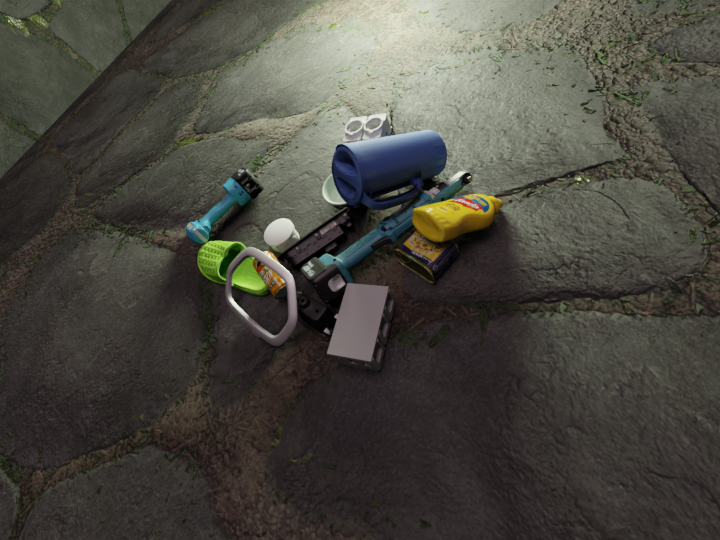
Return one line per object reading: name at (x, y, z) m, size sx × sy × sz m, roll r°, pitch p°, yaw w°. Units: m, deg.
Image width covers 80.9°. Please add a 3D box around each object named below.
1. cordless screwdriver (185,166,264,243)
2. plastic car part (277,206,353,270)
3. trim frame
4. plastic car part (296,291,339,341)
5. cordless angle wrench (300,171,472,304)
cordless screwdriver at (-0.397, -0.182, 1.197) m, size 0.248 × 0.071 × 0.167 m, roll -48°, pitch 31°, yaw -10°
plastic car part at (-0.097, -0.063, 0.991) m, size 0.203 × 0.064 × 0.069 m, roll -30°, pitch 76°, yaw 2°
trim frame at (-0.221, 0.055, 0.927) m, size 0.262 × 0.026 × 0.183 m, roll 30°, pitch 106°, yaw 34°
plastic car part at (-0.102, 0.083, 0.883) m, size 0.123 × 0.067 × 0.066 m, roll 27°, pitch 69°, yaw 33°
cordless angle wrench at (0.068, -0.089, 0.912) m, size 0.421 × 0.071 × 0.102 m, roll -36°, pitch 27°, yaw -6°
